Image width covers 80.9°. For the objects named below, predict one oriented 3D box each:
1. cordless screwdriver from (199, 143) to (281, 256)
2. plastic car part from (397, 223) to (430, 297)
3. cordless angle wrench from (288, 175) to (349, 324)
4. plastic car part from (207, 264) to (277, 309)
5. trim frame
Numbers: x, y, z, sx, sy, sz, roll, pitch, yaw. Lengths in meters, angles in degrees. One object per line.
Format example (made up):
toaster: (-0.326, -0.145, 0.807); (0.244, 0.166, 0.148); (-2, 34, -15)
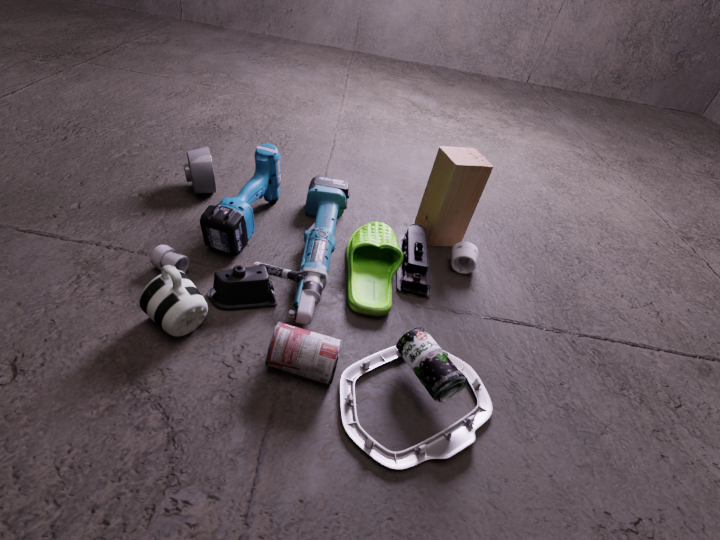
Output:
cordless screwdriver: (-0.235, -0.135, 0.895); (0.076, 0.155, 0.251); (16, 54, 8)
plastic car part: (0.113, -0.035, 0.889); (0.067, 0.065, 0.207); (5, 36, 2)
cordless angle wrench: (-0.084, -0.055, 0.863); (0.098, 0.073, 0.433); (9, 40, -4)
plastic car part: (-0.204, 0.022, 0.735); (0.113, 0.069, 0.069); (-3, 39, -22)
trim frame: (0.083, 0.188, 0.629); (0.240, 0.027, 0.194); (-14, 45, -30)
